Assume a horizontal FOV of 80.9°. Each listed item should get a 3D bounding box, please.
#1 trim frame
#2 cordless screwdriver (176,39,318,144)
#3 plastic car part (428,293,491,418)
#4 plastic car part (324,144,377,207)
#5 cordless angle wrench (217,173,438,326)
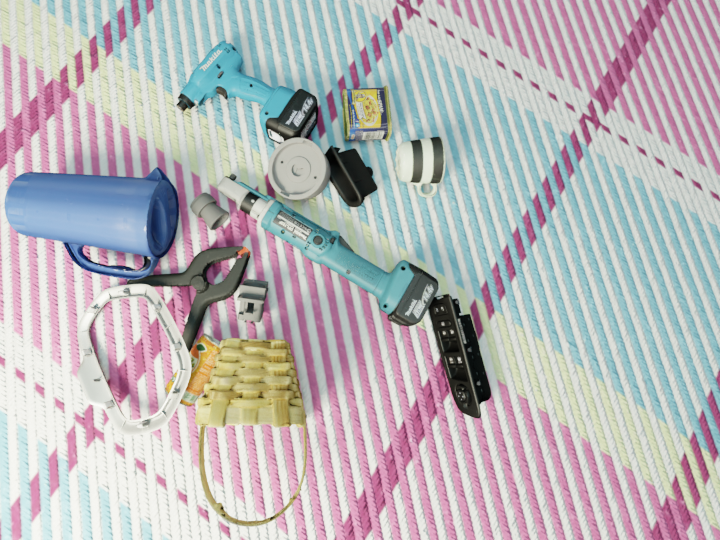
[{"bbox_3d":[-0.368,0.135,0.674,0.185,0.026,0.256,-36,73,6],"label":"trim frame"},{"bbox_3d":[-0.211,-0.311,0.790,0.253,0.073,0.159,33,78,8],"label":"cordless screwdriver"},{"bbox_3d":[0.173,0.142,0.722,0.064,0.068,0.206,-1,75,-33],"label":"plastic car part"},{"bbox_3d":[-0.013,-0.177,0.782,0.069,0.067,0.117,-31,86,-25],"label":"plastic car part"},{"bbox_3d":[-0.073,-0.047,0.742,0.428,0.073,0.098,31,77,6],"label":"cordless angle wrench"}]
